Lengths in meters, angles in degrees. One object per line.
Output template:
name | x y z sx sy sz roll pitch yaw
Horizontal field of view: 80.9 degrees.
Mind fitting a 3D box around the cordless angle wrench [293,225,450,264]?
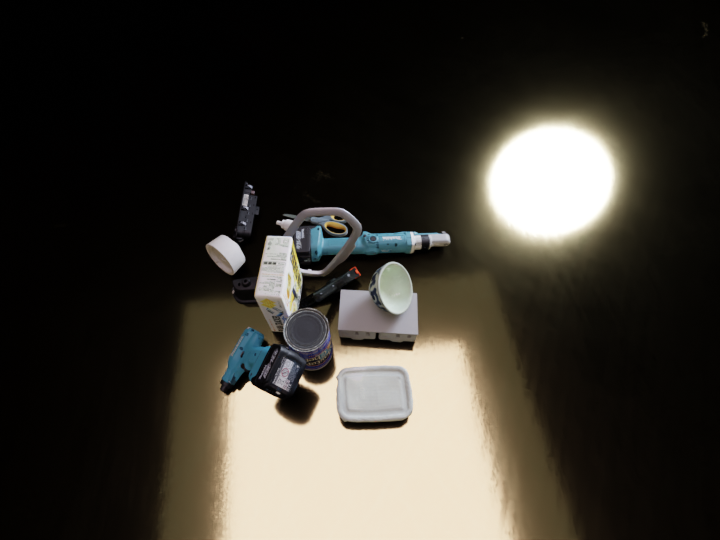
cordless angle wrench | 0.031 -0.074 1.155 0.424 0.072 0.101 -2 59 2

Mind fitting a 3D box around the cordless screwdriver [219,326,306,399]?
cordless screwdriver | -0.230 0.220 0.931 0.260 0.071 0.159 4 61 55

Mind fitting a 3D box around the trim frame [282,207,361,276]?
trim frame | -0.105 -0.068 1.070 0.178 0.249 0.028 23 38 -19

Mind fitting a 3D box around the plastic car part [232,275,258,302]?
plastic car part | -0.287 0.044 1.112 0.116 0.069 0.068 -5 58 -2

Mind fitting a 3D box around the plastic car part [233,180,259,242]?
plastic car part | -0.338 -0.164 1.254 0.065 0.067 0.208 16 56 -17
